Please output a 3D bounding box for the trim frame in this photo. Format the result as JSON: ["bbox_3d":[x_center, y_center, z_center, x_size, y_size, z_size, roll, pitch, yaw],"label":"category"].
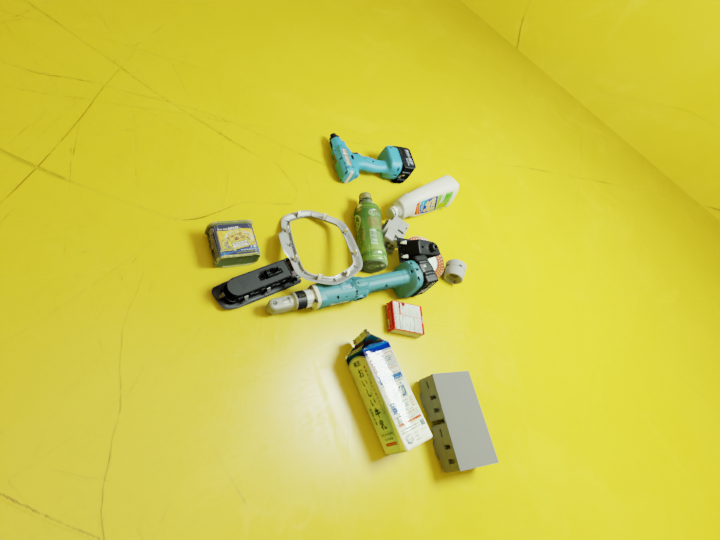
[{"bbox_3d":[-0.095,-0.062,0.971,0.179,0.027,0.260,-4,47,-19],"label":"trim frame"}]

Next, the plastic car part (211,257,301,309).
[{"bbox_3d":[-0.206,0.023,0.878,0.197,0.068,0.067,-24,83,-35],"label":"plastic car part"}]

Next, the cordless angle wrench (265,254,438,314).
[{"bbox_3d":[-0.013,0.042,0.954,0.408,0.098,0.077,-10,64,-30],"label":"cordless angle wrench"}]

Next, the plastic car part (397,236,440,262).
[{"bbox_3d":[0.157,-0.053,1.074,0.111,0.073,0.067,3,77,-39],"label":"plastic car part"}]

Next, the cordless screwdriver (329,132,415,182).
[{"bbox_3d":[0.028,-0.331,1.234,0.240,0.074,0.165,-5,63,-27],"label":"cordless screwdriver"}]
